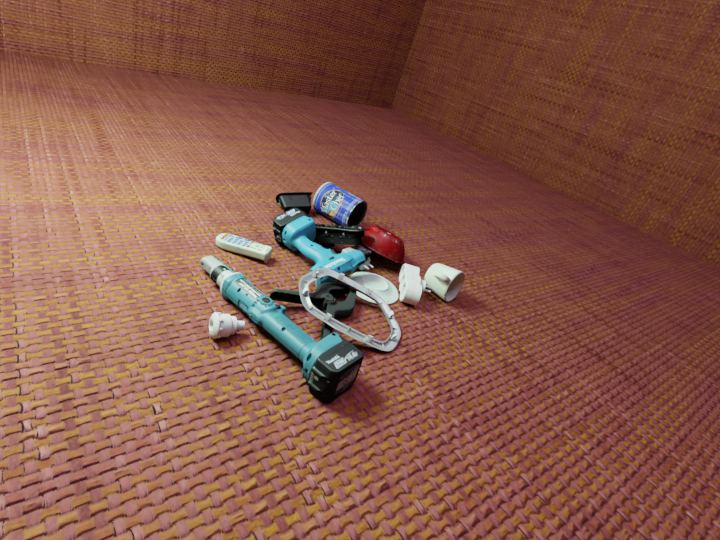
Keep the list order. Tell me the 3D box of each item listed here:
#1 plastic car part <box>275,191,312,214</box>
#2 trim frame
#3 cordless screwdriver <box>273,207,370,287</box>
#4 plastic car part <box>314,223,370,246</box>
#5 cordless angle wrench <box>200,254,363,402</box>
[{"bbox_3d":[-0.199,-0.199,1.303,0.112,0.065,0.074,-7,51,-31],"label":"plastic car part"},{"bbox_3d":[-0.019,0.077,0.892,0.244,0.027,0.187,29,34,-10],"label":"trim frame"},{"bbox_3d":[-0.104,-0.068,1.068,0.155,0.072,0.263,-27,51,-26],"label":"cordless screwdriver"},{"bbox_3d":[-0.073,-0.097,1.142,0.213,0.067,0.063,3,2,33],"label":"plastic car part"},{"bbox_3d":[-0.185,0.080,0.820,0.445,0.073,0.094,32,32,30],"label":"cordless angle wrench"}]
